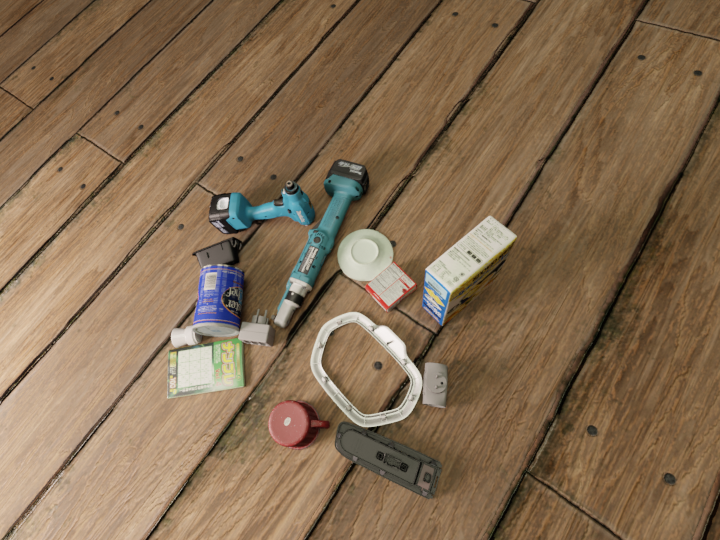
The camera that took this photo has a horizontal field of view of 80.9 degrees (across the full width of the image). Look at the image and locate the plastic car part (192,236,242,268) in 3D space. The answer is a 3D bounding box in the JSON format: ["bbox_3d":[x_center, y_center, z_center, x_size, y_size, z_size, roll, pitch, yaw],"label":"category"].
[{"bbox_3d":[-0.344,-0.029,1.032,0.117,0.064,0.072,-23,79,4],"label":"plastic car part"}]

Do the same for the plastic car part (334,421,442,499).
[{"bbox_3d":[0.042,0.346,0.780,0.211,0.064,0.066,18,78,21],"label":"plastic car part"}]

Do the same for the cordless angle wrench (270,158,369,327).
[{"bbox_3d":[-0.097,-0.063,0.989,0.101,0.071,0.425,18,73,17],"label":"cordless angle wrench"}]

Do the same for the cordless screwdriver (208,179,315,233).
[{"bbox_3d":[-0.243,-0.155,1.011,0.253,0.153,0.076,-3,67,11],"label":"cordless screwdriver"}]

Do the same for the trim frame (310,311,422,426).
[{"bbox_3d":[0.007,0.198,0.871,0.183,0.026,0.260,-41,63,-9],"label":"trim frame"}]
